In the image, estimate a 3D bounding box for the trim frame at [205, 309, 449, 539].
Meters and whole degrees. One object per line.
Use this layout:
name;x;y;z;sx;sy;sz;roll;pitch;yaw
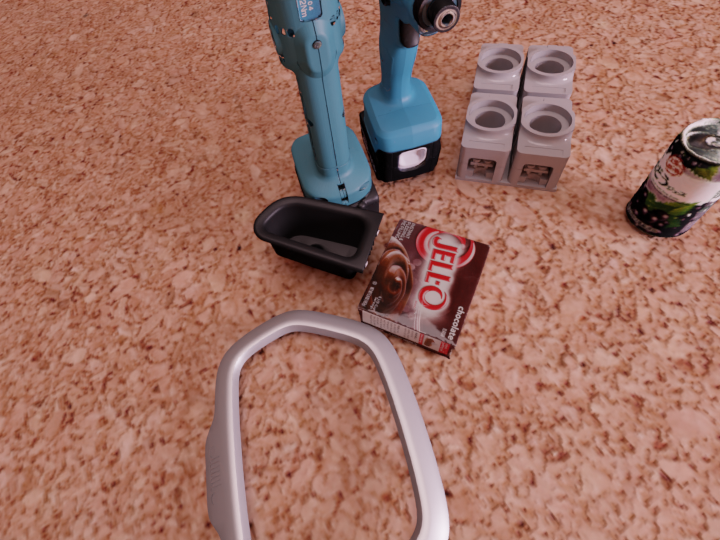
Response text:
trim frame;-0.039;0.143;0.340;0.184;0.026;0.259;-17;57;-1

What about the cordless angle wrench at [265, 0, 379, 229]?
cordless angle wrench;-0.040;-0.182;0.318;0.074;0.407;0.102;-17;59;-5

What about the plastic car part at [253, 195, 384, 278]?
plastic car part;-0.041;-0.027;0.423;0.120;0.068;0.066;14;61;17

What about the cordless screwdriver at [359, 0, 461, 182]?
cordless screwdriver;0.044;-0.181;0.403;0.074;0.239;0.165;-14;58;-3
